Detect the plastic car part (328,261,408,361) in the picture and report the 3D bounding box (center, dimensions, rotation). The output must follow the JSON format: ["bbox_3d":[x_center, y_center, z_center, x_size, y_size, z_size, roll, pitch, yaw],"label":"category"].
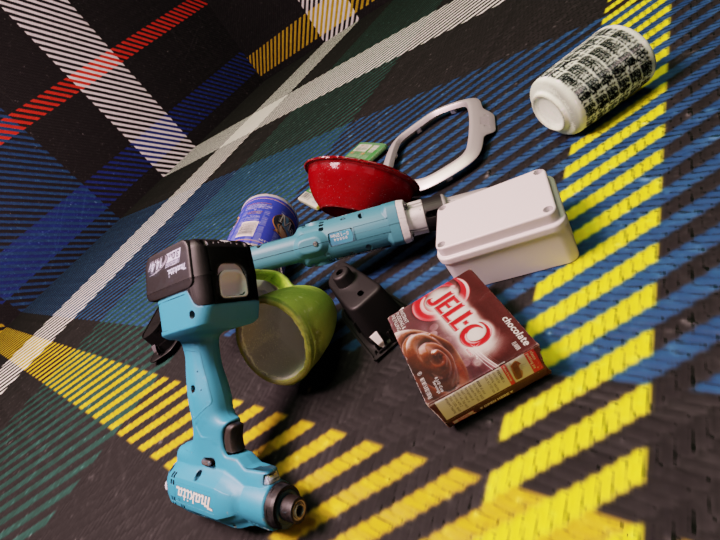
[{"bbox_3d":[-0.001,0.028,0.454,0.066,0.067,0.123,-41,33,-7],"label":"plastic car part"}]

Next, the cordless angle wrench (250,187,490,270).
[{"bbox_3d":[-0.051,-0.033,0.522,0.432,0.074,0.096,-13,3,15],"label":"cordless angle wrench"}]

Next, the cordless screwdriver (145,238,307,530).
[{"bbox_3d":[-0.123,0.095,0.384,0.165,0.071,0.251,-13,80,38],"label":"cordless screwdriver"}]

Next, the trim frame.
[{"bbox_3d":[0.116,-0.197,0.664,0.190,0.026,0.252,-20,34,31],"label":"trim frame"}]

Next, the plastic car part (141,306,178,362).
[{"bbox_3d":[-0.337,0.072,0.766,0.067,0.064,0.209,-22,37,15],"label":"plastic car part"}]
